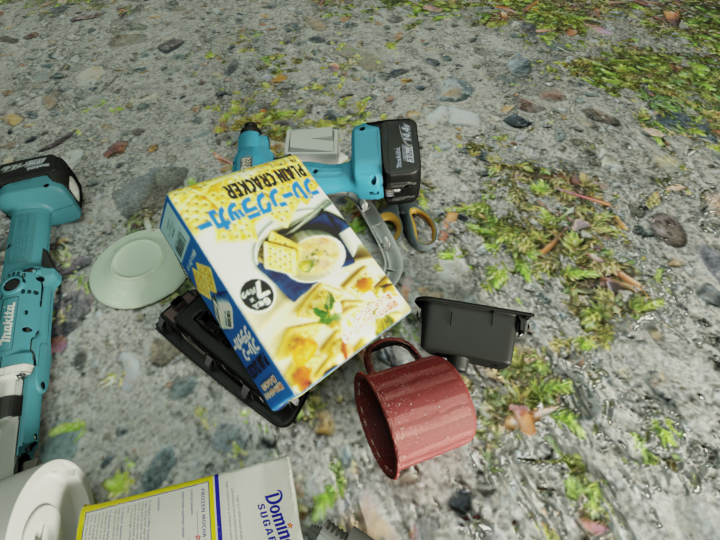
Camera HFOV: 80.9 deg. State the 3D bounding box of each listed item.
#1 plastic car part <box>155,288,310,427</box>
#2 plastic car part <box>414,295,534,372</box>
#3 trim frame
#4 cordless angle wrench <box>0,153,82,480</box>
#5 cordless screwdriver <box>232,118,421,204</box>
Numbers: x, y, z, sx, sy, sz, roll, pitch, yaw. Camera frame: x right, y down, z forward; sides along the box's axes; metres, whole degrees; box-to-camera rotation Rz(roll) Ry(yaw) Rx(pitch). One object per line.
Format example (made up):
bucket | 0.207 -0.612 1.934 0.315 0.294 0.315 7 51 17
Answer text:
plastic car part | -0.138 0.080 0.453 0.211 0.065 0.065 33 52 21
plastic car part | 0.114 0.073 0.451 0.119 0.064 0.072 6 67 10
trim frame | -0.054 -0.035 0.550 0.183 0.026 0.260 -21 55 -5
cordless angle wrench | -0.392 0.029 0.498 0.097 0.072 0.442 -17 55 -12
cordless screwdriver | -0.050 -0.149 0.564 0.251 0.071 0.163 -8 66 6
